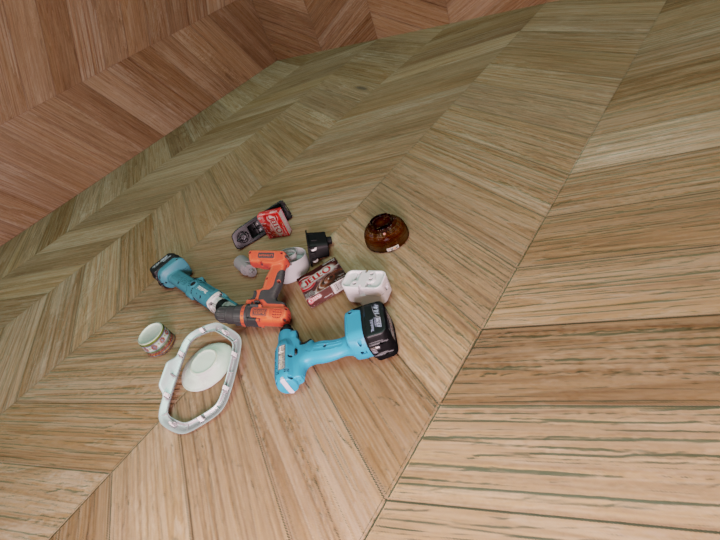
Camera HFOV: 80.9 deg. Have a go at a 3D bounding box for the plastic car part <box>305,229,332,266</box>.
[{"bbox_3d":[-0.111,-0.072,1.133,0.071,0.064,0.121,-8,35,-2],"label":"plastic car part"}]

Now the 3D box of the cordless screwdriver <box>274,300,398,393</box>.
[{"bbox_3d":[-0.059,0.134,0.844,0.252,0.071,0.165,-23,37,10],"label":"cordless screwdriver"}]

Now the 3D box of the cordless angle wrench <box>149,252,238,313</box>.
[{"bbox_3d":[-0.448,0.052,1.166,0.447,0.071,0.097,21,56,41],"label":"cordless angle wrench"}]

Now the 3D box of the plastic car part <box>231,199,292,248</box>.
[{"bbox_3d":[-0.319,-0.145,1.328,0.201,0.064,0.070,-38,29,-15],"label":"plastic car part"}]

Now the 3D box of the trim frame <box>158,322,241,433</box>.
[{"bbox_3d":[-0.348,0.221,0.910,0.189,0.026,0.255,-9,52,19],"label":"trim frame"}]
